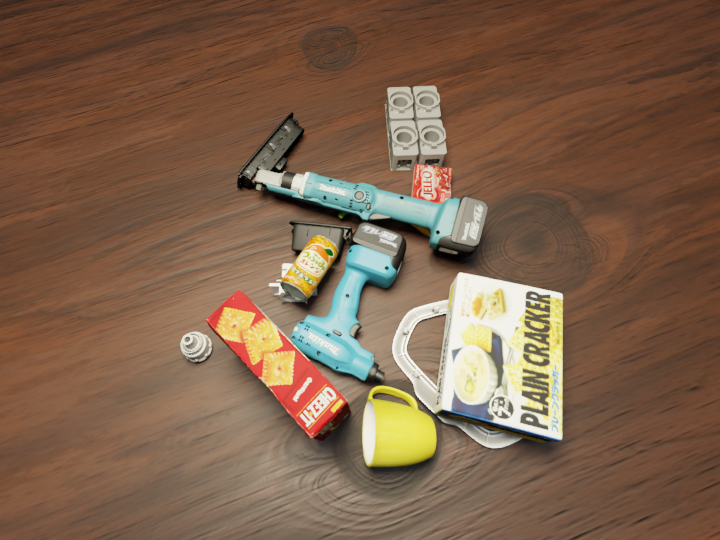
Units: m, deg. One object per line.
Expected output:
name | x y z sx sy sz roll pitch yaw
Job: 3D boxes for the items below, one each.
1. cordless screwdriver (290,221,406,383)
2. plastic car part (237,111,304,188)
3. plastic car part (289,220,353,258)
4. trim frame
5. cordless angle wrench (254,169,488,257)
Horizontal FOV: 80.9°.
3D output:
cordless screwdriver | 0.009 0.052 0.710 0.164 0.072 0.249 24 71 14
plastic car part | -0.178 -0.247 0.877 0.068 0.065 0.203 26 67 2
plastic car part | -0.076 -0.050 0.776 0.118 0.064 0.072 4 78 8
trim frame | 0.169 0.153 0.672 0.182 0.027 0.258 -42 70 -15
cordless angle wrench | 0.001 -0.126 0.768 0.434 0.072 0.098 16 83 14
